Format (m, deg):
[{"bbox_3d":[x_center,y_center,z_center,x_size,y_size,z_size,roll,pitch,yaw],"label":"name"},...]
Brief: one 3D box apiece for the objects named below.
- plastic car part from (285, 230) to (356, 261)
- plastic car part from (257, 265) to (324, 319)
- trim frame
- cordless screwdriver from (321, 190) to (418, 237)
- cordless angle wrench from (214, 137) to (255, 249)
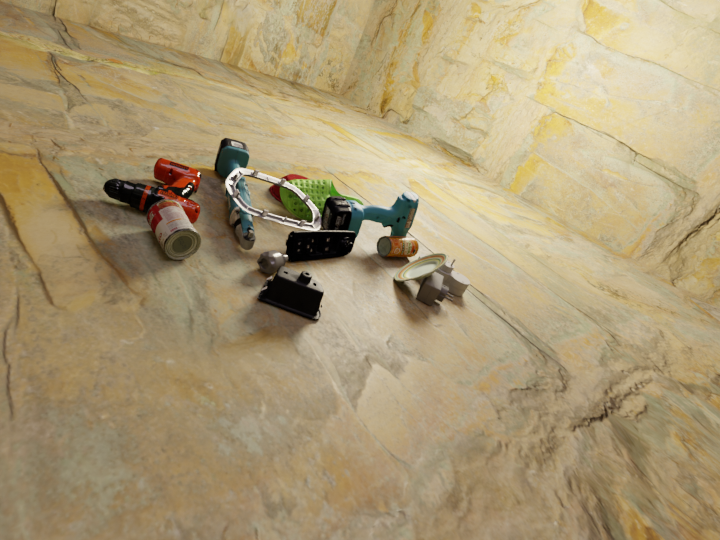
[{"bbox_3d":[-0.093,-0.061,0.952,0.194,0.066,0.071,-5,13,-42],"label":"plastic car part"},{"bbox_3d":[-0.113,0.031,0.748,0.116,0.070,0.067,19,28,-3],"label":"plastic car part"},{"bbox_3d":[-0.188,-0.160,0.952,0.235,0.028,0.193,14,39,-39],"label":"trim frame"},{"bbox_3d":[0.024,-0.121,1.093,0.242,0.155,0.078,-6,40,-20],"label":"cordless screwdriver"},{"bbox_3d":[-0.289,-0.183,0.996,0.071,0.097,0.444,10,34,-29],"label":"cordless angle wrench"}]
